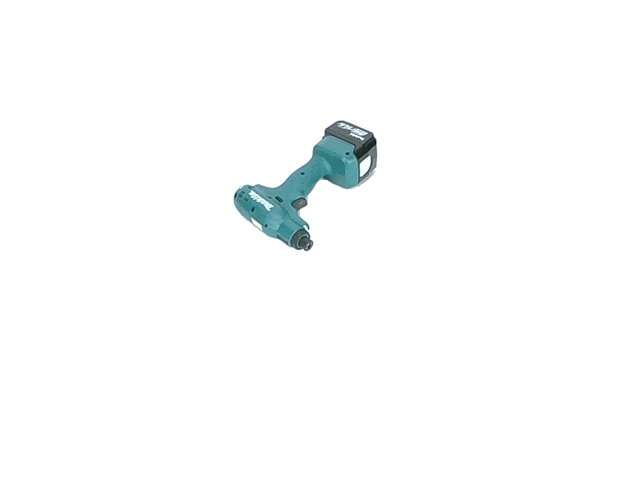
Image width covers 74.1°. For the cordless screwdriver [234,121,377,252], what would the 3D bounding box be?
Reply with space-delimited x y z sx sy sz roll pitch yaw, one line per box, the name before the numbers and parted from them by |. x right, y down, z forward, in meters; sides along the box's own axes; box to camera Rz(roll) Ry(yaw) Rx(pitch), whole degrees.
cordless screwdriver | 0.000 -0.088 0.690 0.247 0.074 0.160 -39 57 -23
